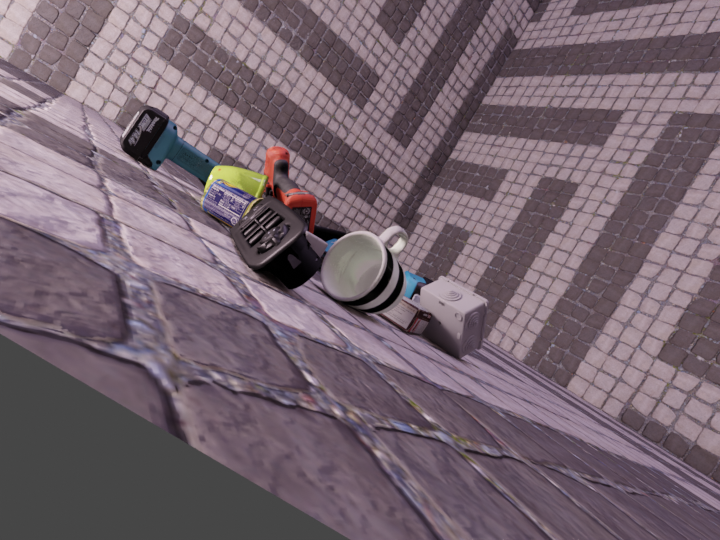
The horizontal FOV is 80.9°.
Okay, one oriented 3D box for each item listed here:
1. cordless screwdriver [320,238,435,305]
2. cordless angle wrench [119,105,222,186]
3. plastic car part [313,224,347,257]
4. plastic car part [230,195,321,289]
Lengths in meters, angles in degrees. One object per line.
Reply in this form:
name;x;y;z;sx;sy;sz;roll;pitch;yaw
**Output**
cordless screwdriver;0.029;0.018;0.759;0.253;0.074;0.157;27;10;7
cordless angle wrench;-0.268;-0.169;0.859;0.400;0.098;0.078;34;3;-35
plastic car part;-0.087;-0.057;0.891;0.074;0.066;0.110;1;-3;41
plastic car part;-0.087;-0.027;0.426;0.065;0.066;0.210;57;-9;-20
